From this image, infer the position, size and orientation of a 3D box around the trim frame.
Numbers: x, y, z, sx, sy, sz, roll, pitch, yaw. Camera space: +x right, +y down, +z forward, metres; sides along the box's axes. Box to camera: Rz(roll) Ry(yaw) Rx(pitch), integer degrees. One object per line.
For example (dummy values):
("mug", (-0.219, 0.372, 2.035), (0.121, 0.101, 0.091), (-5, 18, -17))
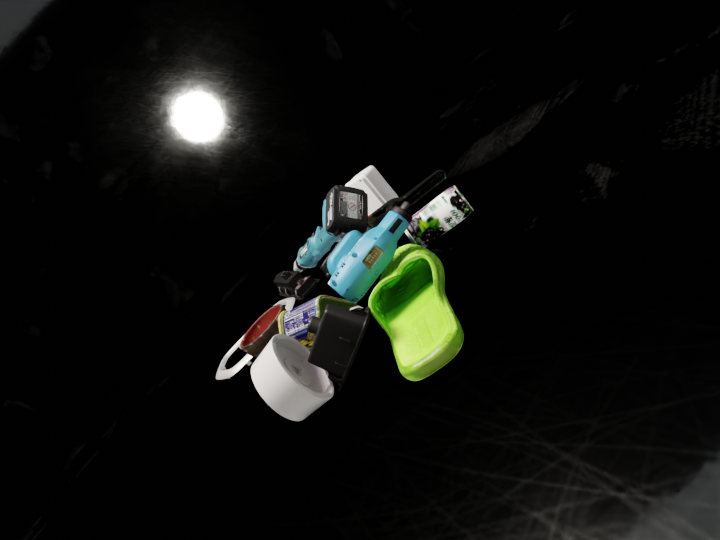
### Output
("trim frame", (-0.236, 0.153, 0.962), (0.248, 0.027, 0.190), (-48, 19, -8))

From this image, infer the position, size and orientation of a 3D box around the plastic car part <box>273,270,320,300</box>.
("plastic car part", (-0.173, 0.032, 1.051), (0.066, 0.065, 0.209), (-55, 18, -16))

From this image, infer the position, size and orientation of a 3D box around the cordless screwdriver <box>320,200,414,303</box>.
("cordless screwdriver", (0.007, -0.033, 0.687), (0.159, 0.074, 0.251), (-52, 7, -3))

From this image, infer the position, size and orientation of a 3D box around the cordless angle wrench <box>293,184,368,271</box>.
("cordless angle wrench", (-0.097, -0.063, 0.993), (0.427, 0.072, 0.100), (143, 132, -63))

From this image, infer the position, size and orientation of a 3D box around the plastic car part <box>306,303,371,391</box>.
("plastic car part", (-0.035, 0.084, 0.541), (0.067, 0.071, 0.114), (-73, -1, -59))
